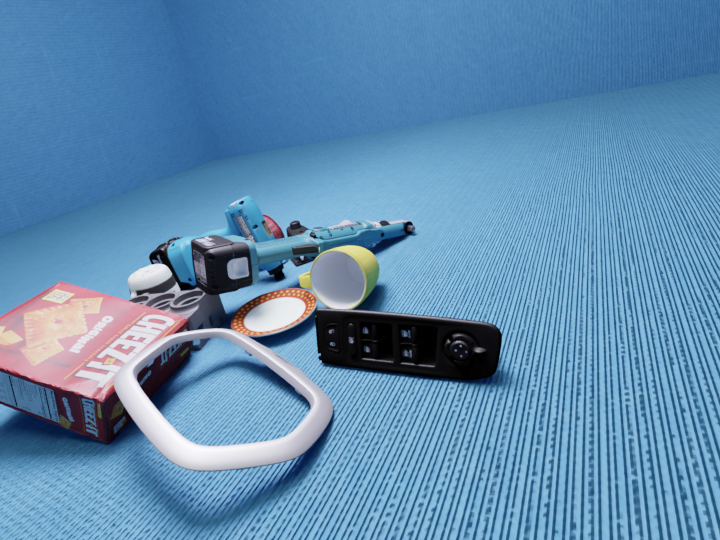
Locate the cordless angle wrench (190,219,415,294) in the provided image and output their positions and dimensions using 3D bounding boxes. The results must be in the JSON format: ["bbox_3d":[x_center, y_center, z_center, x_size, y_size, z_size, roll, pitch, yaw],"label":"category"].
[{"bbox_3d":[-0.072,-0.047,0.733,0.408,0.073,0.103,-14,19,-33],"label":"cordless angle wrench"}]

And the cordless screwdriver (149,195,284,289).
[{"bbox_3d":[-0.267,-0.023,0.799,0.255,0.156,0.074,-21,13,24],"label":"cordless screwdriver"}]

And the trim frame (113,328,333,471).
[{"bbox_3d":[-0.144,0.121,0.444,0.263,0.027,0.177,19,25,39],"label":"trim frame"}]

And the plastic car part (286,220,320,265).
[{"bbox_3d":[-0.123,-0.064,0.856,0.065,0.069,0.122,-19,26,-17],"label":"plastic car part"}]

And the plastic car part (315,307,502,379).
[{"bbox_3d":[0.050,0.077,0.464,0.212,0.066,0.064,0,-1,32],"label":"plastic car part"}]
